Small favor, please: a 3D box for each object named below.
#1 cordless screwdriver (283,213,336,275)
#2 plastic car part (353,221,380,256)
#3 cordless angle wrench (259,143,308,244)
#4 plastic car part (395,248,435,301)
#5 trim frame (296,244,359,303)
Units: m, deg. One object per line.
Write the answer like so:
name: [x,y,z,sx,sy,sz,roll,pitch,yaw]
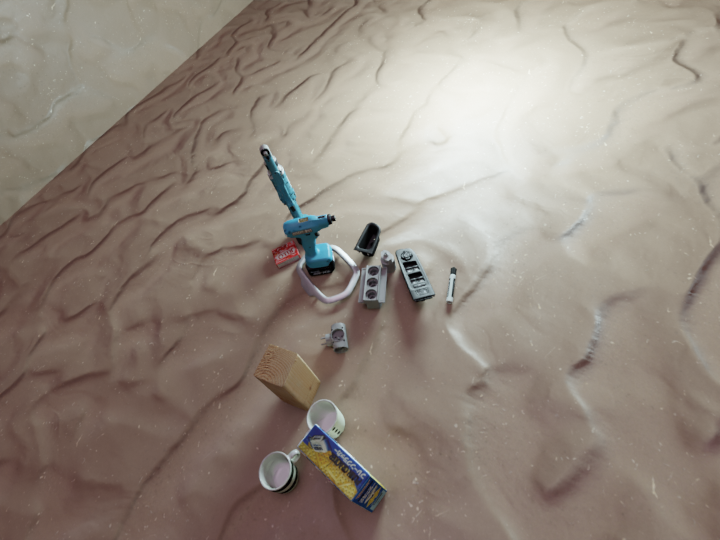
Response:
cordless screwdriver: [-0.131,-0.085,1.335,0.161,0.237,0.077,-11,53,8]
plastic car part: [0.034,-0.092,1.392,0.069,0.067,0.117,13,61,25]
cordless angle wrench: [-0.240,-0.245,1.381,0.074,0.403,0.102,-22,53,0]
plastic car part: [0.161,0.016,1.274,0.067,0.064,0.212,-20,52,3]
trim frame: [-0.112,0.008,1.396,0.183,0.026,0.262,-37,53,-9]
